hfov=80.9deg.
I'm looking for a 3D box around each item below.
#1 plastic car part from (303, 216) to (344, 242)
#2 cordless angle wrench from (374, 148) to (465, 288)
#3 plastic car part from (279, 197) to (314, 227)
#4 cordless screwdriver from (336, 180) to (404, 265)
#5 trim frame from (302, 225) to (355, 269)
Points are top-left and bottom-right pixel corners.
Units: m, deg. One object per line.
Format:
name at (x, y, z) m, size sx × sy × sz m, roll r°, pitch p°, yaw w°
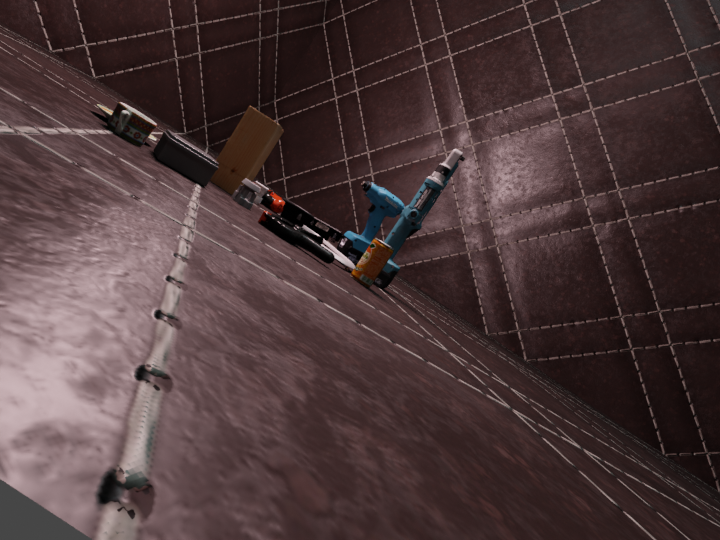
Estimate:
plastic car part at (-0.147, -0.135, 1.266) m, size 0.209 × 0.067 × 0.064 m, roll 34°, pitch 4°, yaw 15°
cordless angle wrench at (0.144, -0.147, 1.146) m, size 0.100 × 0.423 × 0.073 m, roll 34°, pitch 4°, yaw 8°
plastic car part at (-0.155, -0.115, 0.956) m, size 0.063 × 0.071 × 0.121 m, roll 32°, pitch 5°, yaw -24°
cordless screwdriver at (0.011, -0.144, 1.304) m, size 0.152 × 0.249 × 0.078 m, roll 32°, pitch 5°, yaw -25°
trim frame at (-0.107, -0.070, 1.094) m, size 0.174 × 0.027 × 0.263 m, roll 29°, pitch 6°, yaw -47°
